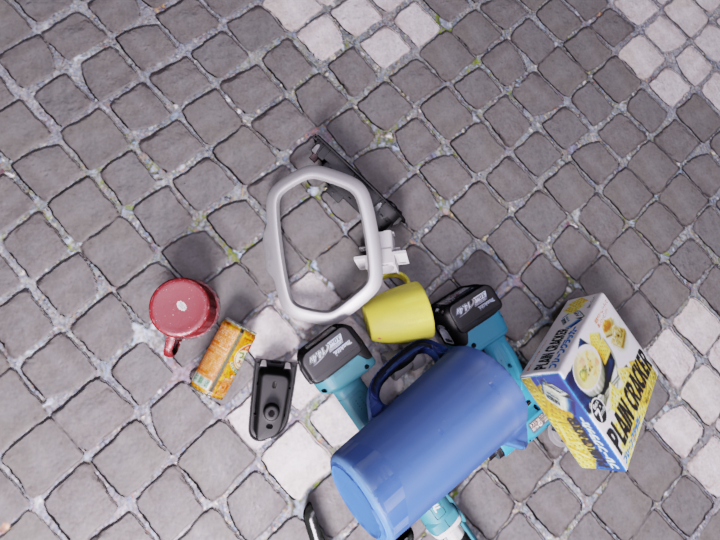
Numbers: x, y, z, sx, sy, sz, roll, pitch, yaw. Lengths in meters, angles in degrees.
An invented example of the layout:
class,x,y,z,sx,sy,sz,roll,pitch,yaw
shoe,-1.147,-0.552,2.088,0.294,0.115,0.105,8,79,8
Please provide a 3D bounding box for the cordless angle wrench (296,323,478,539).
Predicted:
class,x,y,z,sx,sy,sz,roll,pitch,yaw
cordless angle wrench,0.060,0.274,0.617,0.097,0.075,0.424,-35,88,-14

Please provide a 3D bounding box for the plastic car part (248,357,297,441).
class,x,y,z,sx,sy,sz,roll,pitch,yaw
plastic car part,-0.127,0.189,0.605,0.065,0.071,0.118,7,76,-9

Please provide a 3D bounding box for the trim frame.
class,x,y,z,sx,sy,sz,roll,pitch,yaw
trim frame,-0.063,-0.042,0.649,0.187,0.027,0.250,-10,85,10

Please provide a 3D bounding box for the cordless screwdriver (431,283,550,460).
class,x,y,z,sx,sy,sz,roll,pitch,yaw
cordless screwdriver,0.196,0.154,0.656,0.158,0.075,0.249,-34,90,-13

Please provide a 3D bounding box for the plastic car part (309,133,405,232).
class,x,y,z,sx,sy,sz,roll,pitch,yaw
plastic car part,-0.011,-0.132,0.686,0.203,0.066,0.067,39,86,0
